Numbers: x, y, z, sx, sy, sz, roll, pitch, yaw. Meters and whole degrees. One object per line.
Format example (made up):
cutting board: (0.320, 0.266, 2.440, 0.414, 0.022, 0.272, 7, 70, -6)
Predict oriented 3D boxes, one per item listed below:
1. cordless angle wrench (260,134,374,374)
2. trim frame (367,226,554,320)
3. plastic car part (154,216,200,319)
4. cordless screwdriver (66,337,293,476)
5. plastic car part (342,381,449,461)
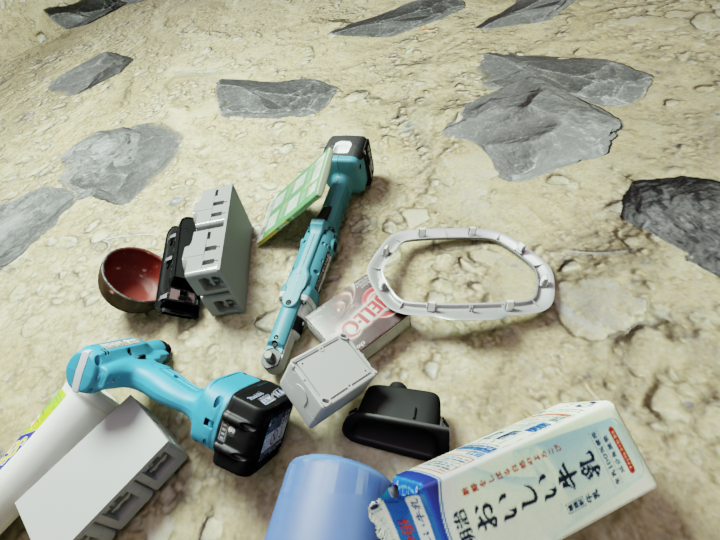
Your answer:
cordless angle wrench: (-0.064, -0.042, 0.656, 0.077, 0.093, 0.428, 5, 56, 17)
trim frame: (0.134, -0.001, 0.579, 0.249, 0.026, 0.190, 0, 45, 1)
plastic car part: (-0.289, -0.019, 0.692, 0.064, 0.067, 0.212, 10, 37, -26)
cordless screwdriver: (-0.203, 0.142, 0.515, 0.256, 0.155, 0.074, 17, 91, 14)
plastic car part: (0.043, 0.159, 0.472, 0.121, 0.063, 0.071, 6, 36, 22)
